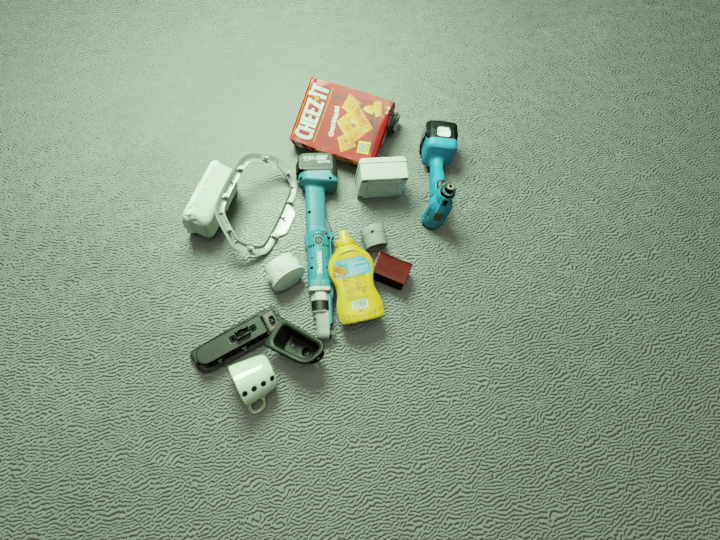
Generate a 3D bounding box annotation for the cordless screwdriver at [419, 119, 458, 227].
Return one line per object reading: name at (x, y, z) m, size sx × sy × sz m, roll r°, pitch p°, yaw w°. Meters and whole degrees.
cordless screwdriver at (0.183, -0.236, 0.966) m, size 0.074 × 0.156 × 0.253 m, roll 7°, pitch 68°, yaw -3°

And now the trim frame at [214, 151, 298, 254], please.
trim frame at (-0.225, -0.154, 0.952) m, size 0.175 × 0.029 × 0.250 m, roll 37°, pitch 61°, yaw -33°

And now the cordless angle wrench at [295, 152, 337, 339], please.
cordless angle wrench at (-0.092, -0.060, 0.944) m, size 0.097 × 0.073 × 0.432 m, roll -3°, pitch 71°, yaw -4°

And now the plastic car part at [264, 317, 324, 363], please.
plastic car part at (-0.123, 0.156, 0.856) m, size 0.121 × 0.068 × 0.066 m, roll 23°, pitch 70°, yaw 23°

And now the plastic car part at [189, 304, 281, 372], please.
plastic car part at (-0.254, 0.143, 0.868) m, size 0.201 × 0.066 × 0.067 m, roll -29°, pitch 81°, yaw -9°
